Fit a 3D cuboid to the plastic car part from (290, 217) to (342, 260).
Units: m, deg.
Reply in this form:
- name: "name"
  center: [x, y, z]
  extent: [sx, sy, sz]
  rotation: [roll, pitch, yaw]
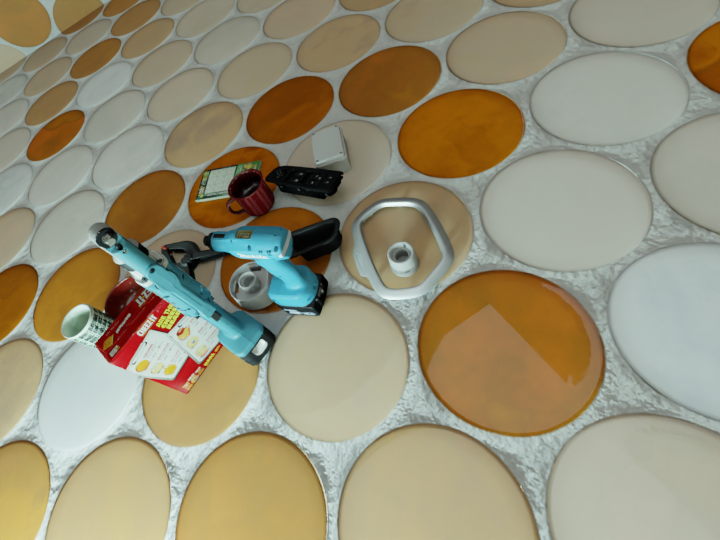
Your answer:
- name: "plastic car part"
  center: [-0.086, -0.056, 0.876]
  extent: [0.118, 0.067, 0.068]
  rotation: [-18, 56, 10]

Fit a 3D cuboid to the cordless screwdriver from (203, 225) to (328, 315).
- name: "cordless screwdriver"
  center: [-0.163, 0.000, 0.769]
  extent: [0.165, 0.236, 0.075]
  rotation: [4, 62, 22]

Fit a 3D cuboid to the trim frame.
- name: "trim frame"
  center: [0.074, -0.051, 0.834]
  extent: [0.185, 0.026, 0.259]
  rotation: [-25, 55, 6]

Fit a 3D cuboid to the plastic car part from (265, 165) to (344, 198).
- name: "plastic car part"
  center: [-0.130, -0.205, 0.986]
  extent: [0.213, 0.064, 0.066]
  rotation: [17, 68, 29]

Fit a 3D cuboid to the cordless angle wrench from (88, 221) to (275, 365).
- name: "cordless angle wrench"
  center: [-0.270, 0.046, 0.682]
  extent: [0.103, 0.402, 0.074]
  rotation: [27, 72, 30]
